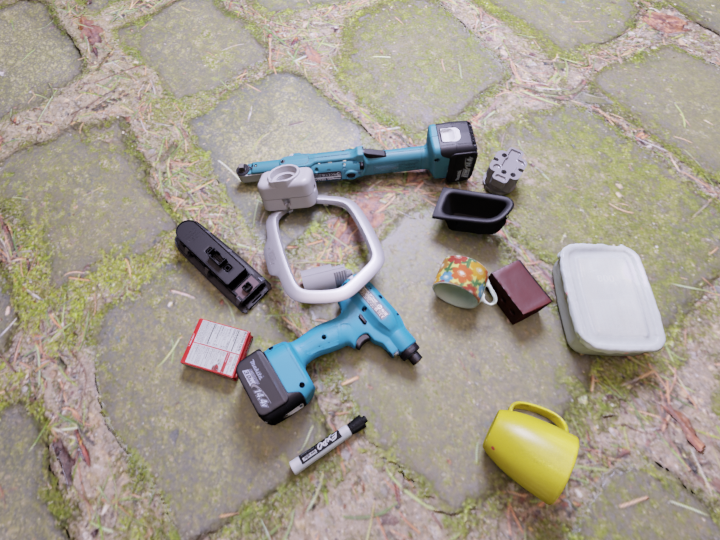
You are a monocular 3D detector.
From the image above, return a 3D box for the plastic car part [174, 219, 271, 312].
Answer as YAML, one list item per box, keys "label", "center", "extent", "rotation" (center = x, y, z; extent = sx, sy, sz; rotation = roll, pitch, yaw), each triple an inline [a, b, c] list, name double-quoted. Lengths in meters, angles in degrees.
- label: "plastic car part"
  center: [-0.245, -0.020, 0.708]
  extent: [0.211, 0.064, 0.066]
  rotation: [38, 78, 22]

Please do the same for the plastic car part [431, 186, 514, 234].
- label: "plastic car part"
  center: [0.188, -0.088, 0.702]
  extent: [0.122, 0.067, 0.066]
  rotation: [15, 66, 27]

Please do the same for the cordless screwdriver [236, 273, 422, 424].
- label: "cordless screwdriver"
  center: [-0.043, 0.129, 0.613]
  extent: [0.246, 0.072, 0.165]
  rotation: [-35, 68, -17]

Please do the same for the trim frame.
- label: "trim frame"
  center: [-0.068, -0.044, 0.692]
  extent: [0.182, 0.026, 0.261]
  rotation: [-18, 50, -8]

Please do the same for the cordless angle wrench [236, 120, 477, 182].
- label: "cordless angle wrench"
  center: [-0.017, -0.195, 0.767]
  extent: [0.427, 0.094, 0.076]
  rotation: [-5, 65, 6]
